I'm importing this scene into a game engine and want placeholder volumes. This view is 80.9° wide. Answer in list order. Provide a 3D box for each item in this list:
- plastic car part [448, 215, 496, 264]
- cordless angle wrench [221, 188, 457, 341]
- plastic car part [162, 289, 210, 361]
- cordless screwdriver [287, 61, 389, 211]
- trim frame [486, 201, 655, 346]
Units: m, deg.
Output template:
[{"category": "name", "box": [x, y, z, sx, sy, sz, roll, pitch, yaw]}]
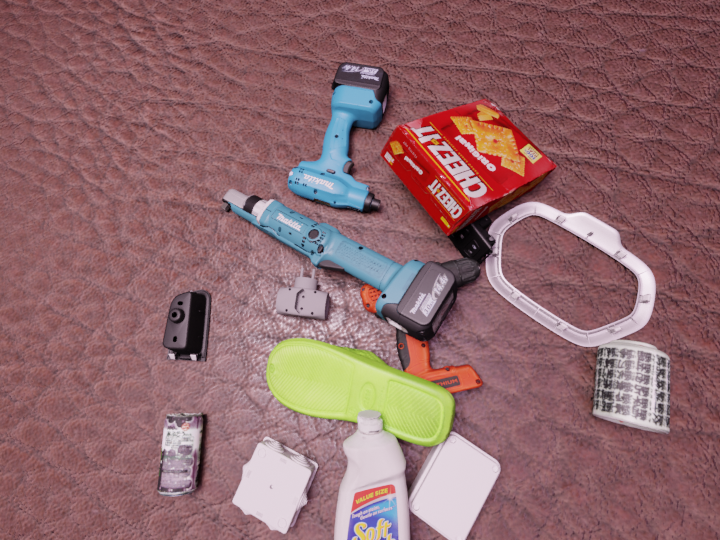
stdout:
[{"category": "plastic car part", "box": [0.146, -0.108, 0.672, 0.066, 0.065, 0.210, -32, 71, -14]}, {"category": "cordless angle wrench", "box": [-0.064, -0.042, 0.651, 0.444, 0.071, 0.098, 29, 76, 28]}, {"category": "plastic car part", "box": [-0.280, 0.083, 0.669, 0.067, 0.069, 0.118, 1, 76, 4]}, {"category": "cordless screwdriver", "box": [-0.009, -0.224, 0.727, 0.163, 0.072, 0.249, 19, 80, 12]}, {"category": "trim frame", "box": [0.309, -0.002, 0.634, 0.257, 0.026, 0.184, 37, 80, 18]}]
